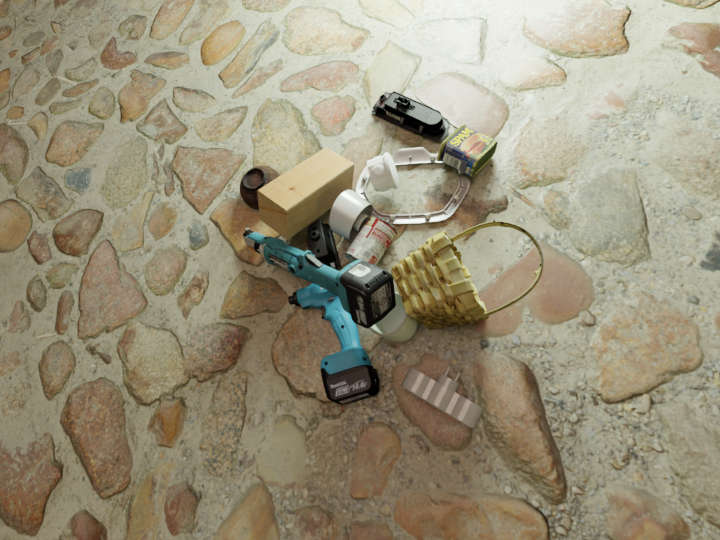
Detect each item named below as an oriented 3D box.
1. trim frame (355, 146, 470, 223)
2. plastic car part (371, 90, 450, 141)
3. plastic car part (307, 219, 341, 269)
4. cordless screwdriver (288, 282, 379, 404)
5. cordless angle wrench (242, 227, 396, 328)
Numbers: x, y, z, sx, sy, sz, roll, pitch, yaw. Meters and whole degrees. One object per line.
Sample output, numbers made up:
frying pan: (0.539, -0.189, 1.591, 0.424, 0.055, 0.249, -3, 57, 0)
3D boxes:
trim frame: (0.110, -0.188, 0.934, 0.256, 0.026, 0.187, -1, 68, 19)
plastic car part: (0.119, -0.371, 0.989, 0.212, 0.064, 0.066, 37, 76, 24)
plastic car part: (-0.090, -0.059, 0.923, 0.067, 0.068, 0.120, -15, 69, 8)
cordless screwdriver: (-0.057, 0.132, 0.835, 0.161, 0.071, 0.257, -17, 61, 10)
cordless angle wrench: (-0.118, -0.013, 0.865, 0.073, 0.094, 0.448, -33, 38, -33)
